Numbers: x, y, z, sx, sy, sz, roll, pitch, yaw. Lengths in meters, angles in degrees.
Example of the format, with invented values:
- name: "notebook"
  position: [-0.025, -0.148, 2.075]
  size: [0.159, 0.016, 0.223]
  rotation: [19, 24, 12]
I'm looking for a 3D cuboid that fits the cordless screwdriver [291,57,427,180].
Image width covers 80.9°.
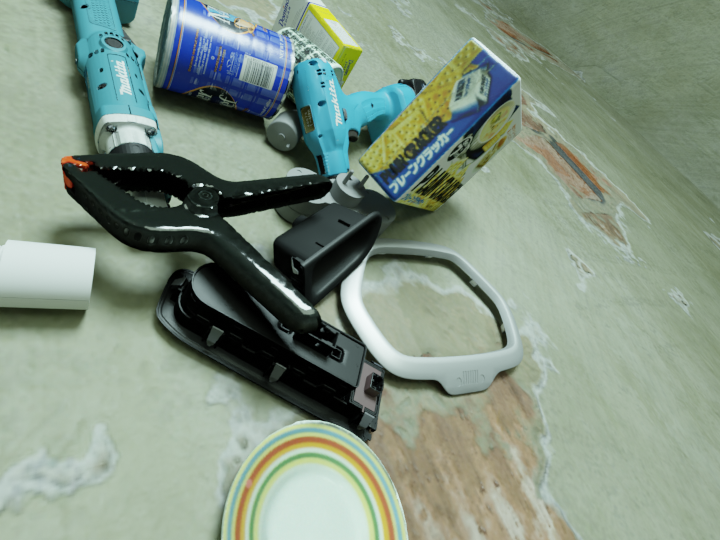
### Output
- name: "cordless screwdriver"
  position: [0.015, -0.191, 0.578]
  size: [0.240, 0.077, 0.158]
  rotation: [-20, 98, -48]

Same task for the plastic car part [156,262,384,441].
- name: "plastic car part"
  position: [-0.062, 0.055, 0.329]
  size: [0.201, 0.067, 0.067]
  rotation: [28, 49, -6]

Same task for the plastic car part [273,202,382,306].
- name: "plastic car part"
  position: [-0.040, -0.026, 0.409]
  size: [0.074, 0.064, 0.115]
  rotation: [29, 49, 21]

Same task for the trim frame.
- name: "trim frame"
  position: [0.082, 0.041, 0.464]
  size: [0.237, 0.028, 0.192]
  rotation: [3, 50, -34]

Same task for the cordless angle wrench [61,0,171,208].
- name: "cordless angle wrench"
  position: [-0.255, -0.211, 0.435]
  size: [0.094, 0.075, 0.439]
  rotation: [-4, 58, -38]
